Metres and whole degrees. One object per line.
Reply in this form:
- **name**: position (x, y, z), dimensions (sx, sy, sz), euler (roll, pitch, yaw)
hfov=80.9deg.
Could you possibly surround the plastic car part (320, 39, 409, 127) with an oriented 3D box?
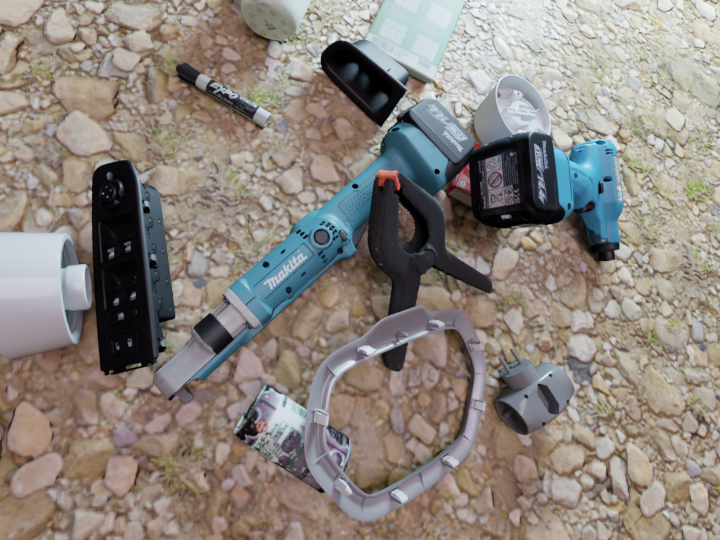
- **plastic car part**: position (0.015, -0.254, 0.537), dimensions (0.117, 0.066, 0.070), euler (46, 55, 3)

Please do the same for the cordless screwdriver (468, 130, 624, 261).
- **cordless screwdriver**: position (0.240, -0.081, 0.506), dimensions (0.238, 0.077, 0.159), euler (-7, 89, -36)

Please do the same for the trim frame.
- **trim frame**: position (0.051, 0.129, 0.416), dimensions (0.239, 0.029, 0.184), euler (-12, 92, -33)

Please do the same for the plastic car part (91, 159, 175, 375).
- **plastic car part**: position (-0.215, -0.011, 0.408), dimensions (0.068, 0.064, 0.206), euler (-19, 79, 25)

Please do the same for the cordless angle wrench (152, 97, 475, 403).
- **cordless angle wrench**: position (-0.045, -0.029, 0.456), dimensions (0.098, 0.075, 0.419), euler (46, 73, 0)
